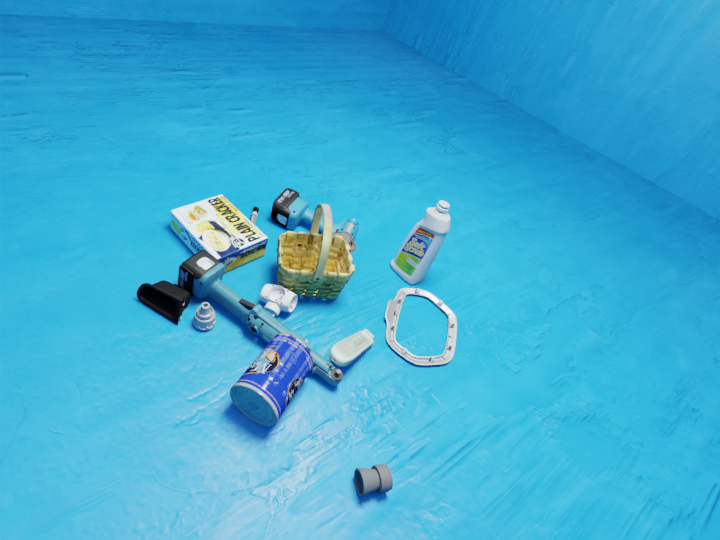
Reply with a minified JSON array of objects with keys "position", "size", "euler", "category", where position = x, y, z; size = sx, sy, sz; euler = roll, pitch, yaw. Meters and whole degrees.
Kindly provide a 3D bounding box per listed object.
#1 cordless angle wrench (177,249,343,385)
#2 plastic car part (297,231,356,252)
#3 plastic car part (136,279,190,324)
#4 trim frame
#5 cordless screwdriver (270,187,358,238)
[{"position":[-0.216,0.110,0.916],"size":[0.434,0.097,0.073],"euler":[34,43,13],"category":"cordless angle wrench"},{"position":[-0.110,-0.072,1.120],"size":[0.200,0.066,0.068],"euler":[-6,64,-10],"category":"plastic car part"},{"position":[-0.423,0.055,0.931],"size":[0.120,0.065,0.069],"euler":[27,26,15],"category":"plastic car part"},{"position":[0.150,0.131,1.049],"size":[0.187,0.027,0.250],"euler":[19,43,5],"category":"trim frame"},{"position":[-0.141,-0.125,1.206],"size":[0.252,0.073,0.160],"euler":[26,51,5],"category":"cordless screwdriver"}]
